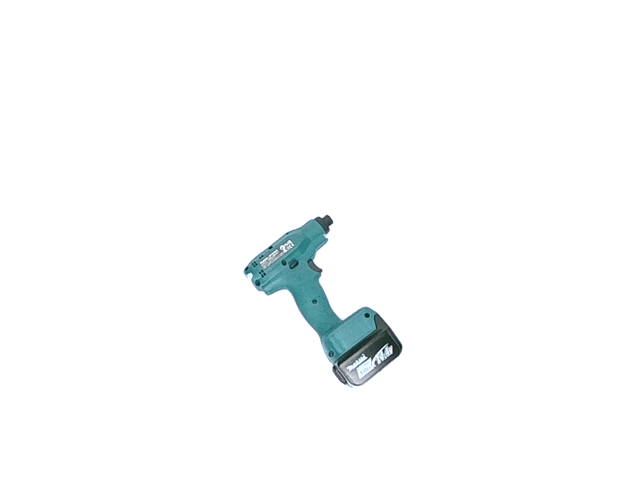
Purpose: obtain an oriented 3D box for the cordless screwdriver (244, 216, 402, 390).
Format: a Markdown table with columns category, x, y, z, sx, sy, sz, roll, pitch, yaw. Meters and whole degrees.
| category | x | y | z | sx | sy | sz | roll | pitch | yaw |
| --- | --- | --- | --- | --- | --- | --- | --- | --- | --- |
| cordless screwdriver | 0.020 | 0.084 | 0.628 | 0.159 | 0.249 | 0.074 | -39 | -18 | -13 |
